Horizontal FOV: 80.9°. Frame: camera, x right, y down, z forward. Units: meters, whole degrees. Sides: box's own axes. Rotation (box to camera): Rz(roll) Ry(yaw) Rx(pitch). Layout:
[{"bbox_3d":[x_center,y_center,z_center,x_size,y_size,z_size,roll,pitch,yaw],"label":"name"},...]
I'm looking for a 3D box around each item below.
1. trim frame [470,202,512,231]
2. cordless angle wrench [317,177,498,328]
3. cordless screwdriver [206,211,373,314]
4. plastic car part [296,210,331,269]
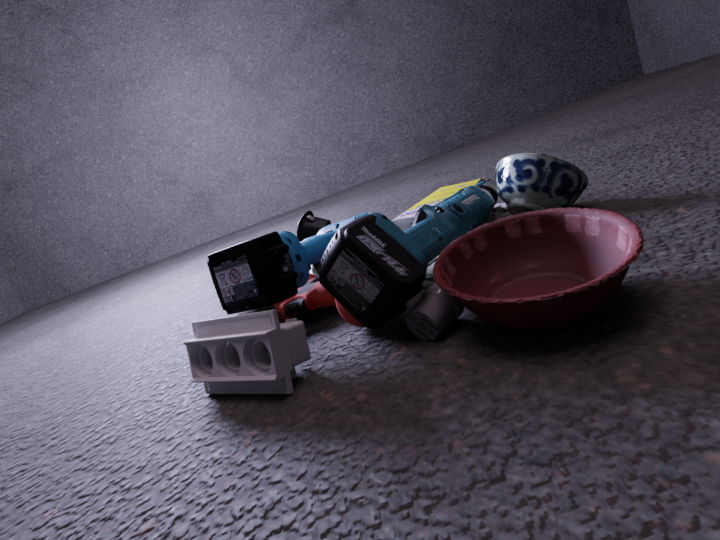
[{"bbox_3d":[0.151,-0.073,0.721,0.245,0.027,0.190,-23,16,-12],"label":"trim frame"},{"bbox_3d":[0.111,-0.063,0.556,0.412,0.101,0.074,-32,-22,-48],"label":"cordless angle wrench"},{"bbox_3d":[-0.090,-0.018,0.562,0.165,0.074,0.241,-14,8,37],"label":"cordless screwdriver"},{"bbox_3d":[-0.081,-0.053,0.826,0.074,0.114,0.064,14,28,27],"label":"plastic car part"}]
